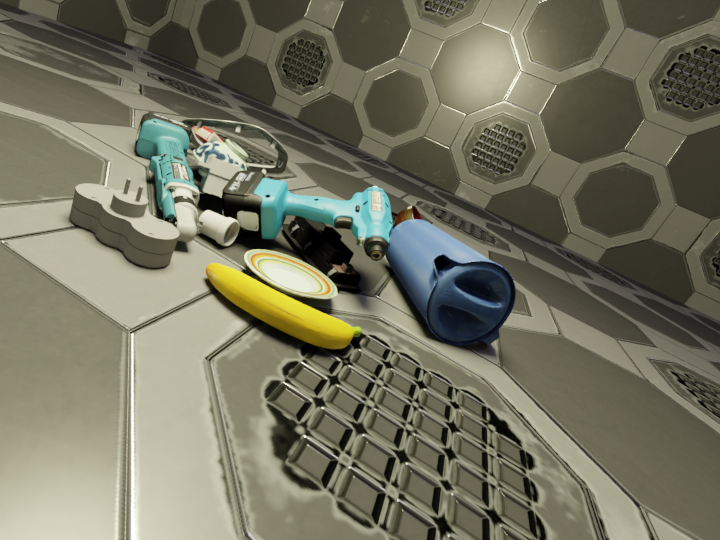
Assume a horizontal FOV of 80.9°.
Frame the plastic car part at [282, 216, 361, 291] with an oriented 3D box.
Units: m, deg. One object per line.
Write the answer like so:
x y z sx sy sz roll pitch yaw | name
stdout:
-0.067 -0.044 0.683 0.063 0.066 0.215 1 27 -36 | plastic car part

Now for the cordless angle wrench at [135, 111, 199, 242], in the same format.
-0.306 -0.159 0.687 0.093 0.074 0.446 12 25 -34 | cordless angle wrench

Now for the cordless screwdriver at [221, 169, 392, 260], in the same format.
-0.078 -0.077 0.619 0.249 0.072 0.163 5 36 0 | cordless screwdriver

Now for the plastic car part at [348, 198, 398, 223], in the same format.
0.017 -0.110 0.956 0.116 0.065 0.072 21 34 -1 | plastic car part

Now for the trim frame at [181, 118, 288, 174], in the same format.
-0.263 -0.259 0.885 0.258 0.028 0.176 15 -20 22 | trim frame
